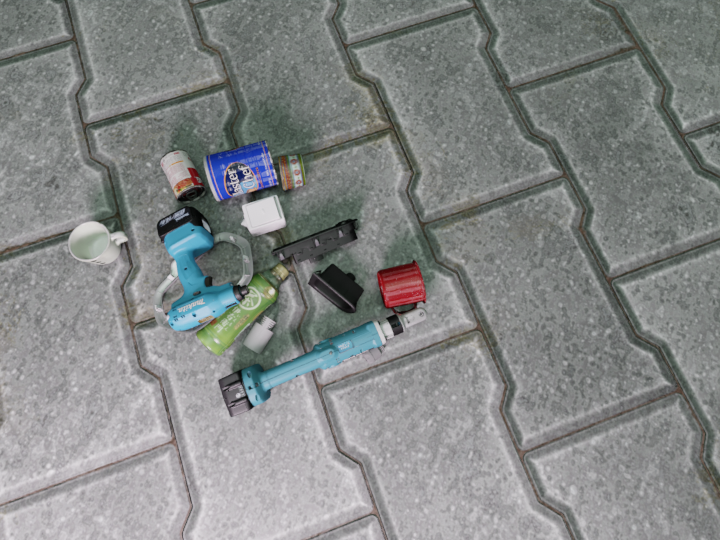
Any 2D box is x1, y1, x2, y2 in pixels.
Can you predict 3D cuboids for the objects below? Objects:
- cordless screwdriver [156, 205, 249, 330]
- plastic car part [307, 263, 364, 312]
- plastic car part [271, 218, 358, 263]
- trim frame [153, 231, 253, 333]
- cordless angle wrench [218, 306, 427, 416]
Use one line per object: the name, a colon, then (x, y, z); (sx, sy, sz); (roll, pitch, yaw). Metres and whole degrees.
cordless screwdriver: (-0.319, -0.017, 0.850); (0.160, 0.071, 0.259); (-24, 61, 4)
plastic car part: (-0.044, 0.031, 0.894); (0.118, 0.066, 0.071); (36, 64, 4)
plastic car part: (-0.089, -0.058, 0.911); (0.202, 0.066, 0.067); (-26, 90, -6)
trim frame: (-0.331, 0.020, 0.884); (0.248, 0.026, 0.194); (-45, 57, -7)
cordless angle wrench: (-0.063, 0.163, 0.830); (0.421, 0.097, 0.075); (-23, 82, -4)
